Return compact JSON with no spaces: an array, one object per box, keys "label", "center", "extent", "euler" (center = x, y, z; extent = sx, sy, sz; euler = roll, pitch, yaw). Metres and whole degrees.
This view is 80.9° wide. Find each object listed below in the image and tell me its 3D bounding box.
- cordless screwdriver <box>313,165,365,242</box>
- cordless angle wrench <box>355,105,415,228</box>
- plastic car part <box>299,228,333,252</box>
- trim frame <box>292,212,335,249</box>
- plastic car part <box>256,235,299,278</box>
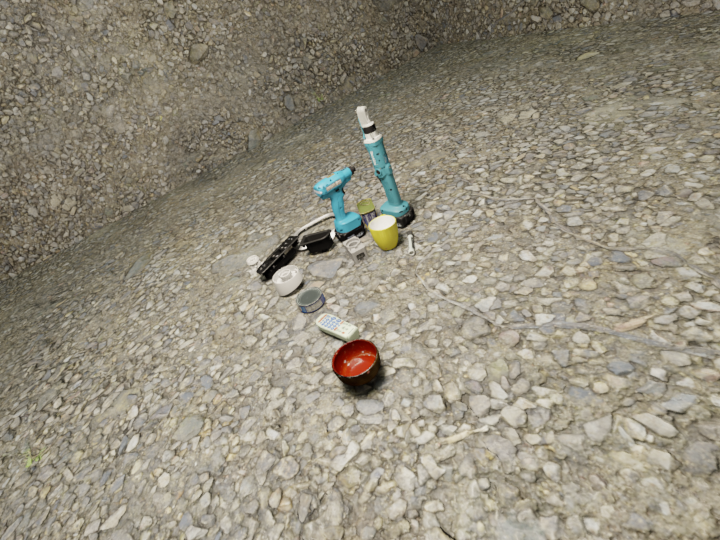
[{"label":"cordless screwdriver","center":[-0.050,-0.225,1.452],"extent":[0.157,0.238,0.078],"euler":[-34,32,-17]},{"label":"cordless angle wrench","center":[0.071,-0.329,1.366],"extent":[0.103,0.405,0.073],"euler":[12,45,44]},{"label":"plastic car part","center":[-0.146,-0.095,1.490],"extent":[0.120,0.068,0.067],"euler":[-10,34,21]},{"label":"trim frame","center":[-0.158,-0.152,1.615],"extent":[0.247,0.026,0.193],"euler":[-29,33,-6]},{"label":"plastic car part","center":[-0.292,-0.043,1.516],"extent":[0.070,0.064,0.201],"euler":[12,48,44]}]
